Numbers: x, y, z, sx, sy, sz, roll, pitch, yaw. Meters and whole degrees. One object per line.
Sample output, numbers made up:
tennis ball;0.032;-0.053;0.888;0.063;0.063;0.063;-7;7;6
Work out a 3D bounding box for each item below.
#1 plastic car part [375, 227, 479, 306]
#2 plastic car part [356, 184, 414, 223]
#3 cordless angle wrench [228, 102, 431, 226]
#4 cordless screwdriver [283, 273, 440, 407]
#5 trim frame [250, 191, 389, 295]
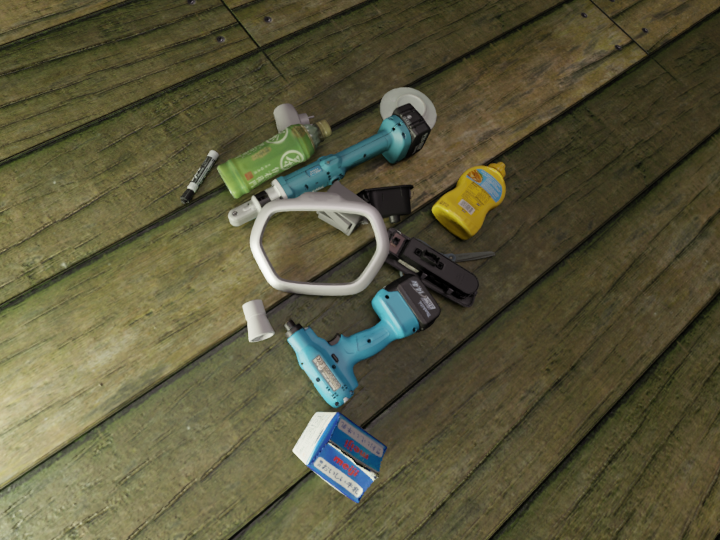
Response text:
plastic car part;0.134;-0.009;0.772;0.202;0.067;0.066;33;65;-2
plastic car part;0.056;-0.127;0.824;0.114;0.067;0.071;-6;88;-15
cordless angle wrench;-0.061;-0.192;0.813;0.418;0.097;0.076;-30;77;-14
cordless screwdriver;0.001;0.093;0.725;0.246;0.074;0.162;-37;80;-15
trim frame;-0.073;-0.048;0.752;0.251;0.027;0.183;2;93;5
